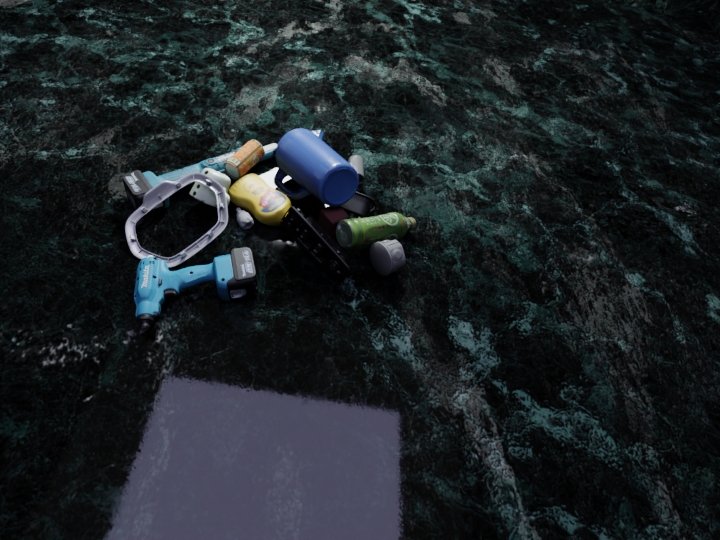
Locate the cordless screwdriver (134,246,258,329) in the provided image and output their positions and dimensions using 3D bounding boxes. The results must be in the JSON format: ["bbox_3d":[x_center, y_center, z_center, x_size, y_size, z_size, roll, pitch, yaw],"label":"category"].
[{"bbox_3d":[-0.339,0.036,0.878,0.246,0.072,0.165,-7,55,-9],"label":"cordless screwdriver"}]

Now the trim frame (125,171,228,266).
[{"bbox_3d":[-0.416,-0.118,0.960,0.247,0.027,0.188,-39,79,-6],"label":"trim frame"}]

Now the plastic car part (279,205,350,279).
[{"bbox_3d":[-0.096,-0.063,0.981,0.207,0.067,0.065,49,32,10],"label":"plastic car part"}]

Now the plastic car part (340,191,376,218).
[{"bbox_3d":[-0.023,-0.162,1.089,0.117,0.065,0.071,22,68,3],"label":"plastic car part"}]

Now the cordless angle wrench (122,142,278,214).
[{"bbox_3d":[-0.390,-0.263,1.104,0.413,0.073,0.102,-29,63,-29],"label":"cordless angle wrench"}]
